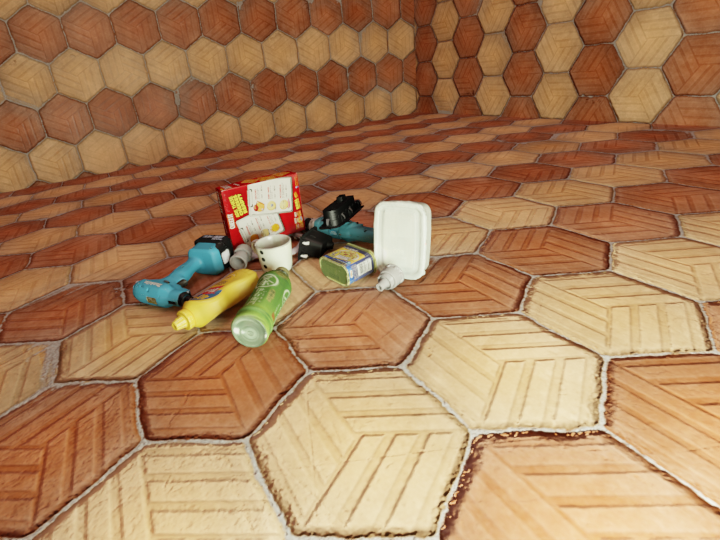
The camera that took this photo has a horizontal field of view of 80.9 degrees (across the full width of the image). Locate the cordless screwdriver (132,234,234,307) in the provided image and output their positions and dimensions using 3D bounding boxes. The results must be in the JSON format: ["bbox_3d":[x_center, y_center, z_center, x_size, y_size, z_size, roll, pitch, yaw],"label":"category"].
[{"bbox_3d":[-0.383,0.004,0.984,0.166,0.072,0.246,6,33,25],"label":"cordless screwdriver"}]

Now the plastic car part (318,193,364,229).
[{"bbox_3d":[-0.050,-0.158,1.103,0.068,0.065,0.202,5,29,18],"label":"plastic car part"}]

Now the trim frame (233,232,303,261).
[{"bbox_3d":[-0.256,-0.071,1.152,0.261,0.027,0.180,14,32,33],"label":"trim frame"}]

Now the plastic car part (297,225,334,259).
[{"bbox_3d":[-0.105,-0.069,1.079,0.073,0.065,0.115,18,29,15],"label":"plastic car part"}]

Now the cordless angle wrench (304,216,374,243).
[{"bbox_3d":[-0.029,-0.105,1.116,0.446,0.072,0.095,13,31,40],"label":"cordless angle wrench"}]
